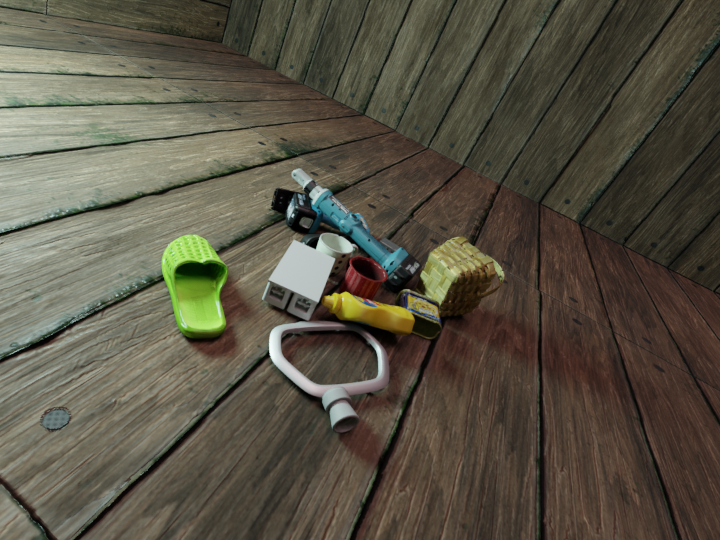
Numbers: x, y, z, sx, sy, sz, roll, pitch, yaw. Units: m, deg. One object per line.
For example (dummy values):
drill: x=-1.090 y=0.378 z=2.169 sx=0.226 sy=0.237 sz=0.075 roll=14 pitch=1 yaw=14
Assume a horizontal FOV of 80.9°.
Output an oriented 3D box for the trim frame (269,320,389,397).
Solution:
trim frame: x=-0.053 y=0.154 z=0.781 sx=0.238 sy=0.027 sz=0.194 roll=0 pitch=37 yaw=-33

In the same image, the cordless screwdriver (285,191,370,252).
cordless screwdriver: x=-0.081 y=-0.125 z=1.179 sx=0.239 sy=0.074 sz=0.166 roll=14 pitch=33 yaw=-25

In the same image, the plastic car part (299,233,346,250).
plastic car part: x=-0.106 y=-0.070 z=1.088 sx=0.112 sy=0.065 sz=0.075 roll=3 pitch=20 yaw=-28

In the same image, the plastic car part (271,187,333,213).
plastic car part: x=-0.167 y=-0.192 z=1.245 sx=0.196 sy=0.066 sz=0.070 roll=10 pitch=6 yaw=-22

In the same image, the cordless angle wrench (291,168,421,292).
cordless angle wrench: x=-0.028 y=-0.123 z=1.111 sx=0.431 sy=0.074 sz=0.096 roll=44 pitch=35 yaw=10
